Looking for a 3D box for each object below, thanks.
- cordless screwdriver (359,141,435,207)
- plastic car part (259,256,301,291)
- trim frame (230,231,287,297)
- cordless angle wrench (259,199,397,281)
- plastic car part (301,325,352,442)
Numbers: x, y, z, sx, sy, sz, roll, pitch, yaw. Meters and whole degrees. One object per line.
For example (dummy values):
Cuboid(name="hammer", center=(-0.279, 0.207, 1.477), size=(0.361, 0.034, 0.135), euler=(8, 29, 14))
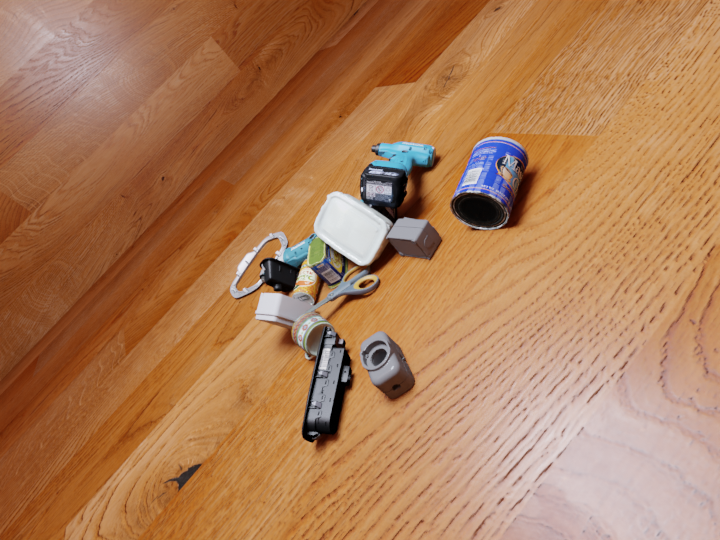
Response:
Cuboid(name="cordless screwdriver", center=(0.064, -0.238, 0.977), size=(0.166, 0.072, 0.247), euler=(14, 39, 21))
Cuboid(name="plastic car part", center=(-0.204, 0.020, 1.056), size=(0.068, 0.110, 0.073), euler=(-25, 61, 27))
Cuboid(name="trim frame", center=(-0.309, -0.022, 1.273), size=(0.193, 0.026, 0.249), euler=(4, 58, 49))
Cuboid(name="cordless angle wrench", center=(-0.105, -0.069, 1.075), size=(0.433, 0.071, 0.100), euler=(-26, 37, 29))
Cuboid(name="plastic car part", center=(-0.053, 0.201, 0.742), size=(0.069, 0.063, 0.206), euler=(3, 50, 17))
